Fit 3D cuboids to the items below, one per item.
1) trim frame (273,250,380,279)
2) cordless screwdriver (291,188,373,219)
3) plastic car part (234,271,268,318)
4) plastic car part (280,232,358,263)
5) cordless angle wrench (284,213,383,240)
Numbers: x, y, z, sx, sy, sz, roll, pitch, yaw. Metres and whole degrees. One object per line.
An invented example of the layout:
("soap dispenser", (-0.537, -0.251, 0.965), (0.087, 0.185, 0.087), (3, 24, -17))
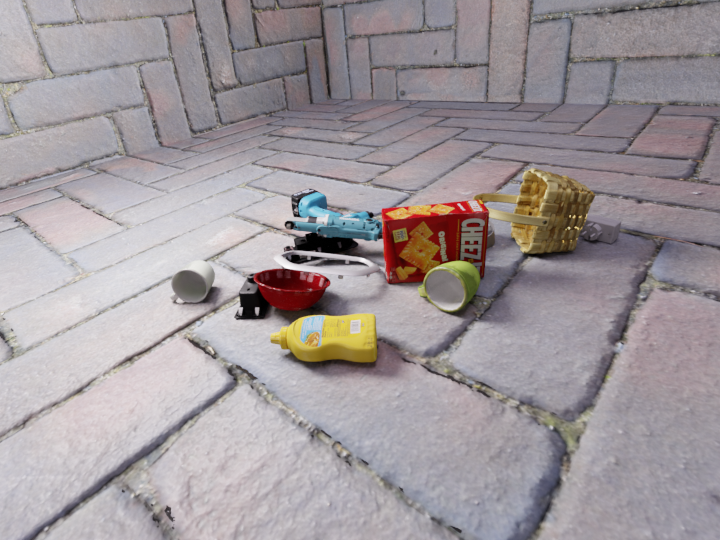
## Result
("trim frame", (-0.078, -0.015, 0.978), (0.250, 0.027, 0.186), (4, 16, 2))
("cordless screwdriver", (-0.091, -0.176, 1.265), (0.155, 0.072, 0.263), (-24, 38, -29))
("plastic car part", (-0.232, 0.044, 0.917), (0.067, 0.069, 0.119), (-2, 33, 4))
("plastic car part", (-0.108, -0.070, 1.100), (0.200, 0.065, 0.069), (-11, 22, -12))
("cordless angle wrench", (0.022, -0.100, 1.044), (0.428, 0.072, 0.099), (6, 33, 6))
